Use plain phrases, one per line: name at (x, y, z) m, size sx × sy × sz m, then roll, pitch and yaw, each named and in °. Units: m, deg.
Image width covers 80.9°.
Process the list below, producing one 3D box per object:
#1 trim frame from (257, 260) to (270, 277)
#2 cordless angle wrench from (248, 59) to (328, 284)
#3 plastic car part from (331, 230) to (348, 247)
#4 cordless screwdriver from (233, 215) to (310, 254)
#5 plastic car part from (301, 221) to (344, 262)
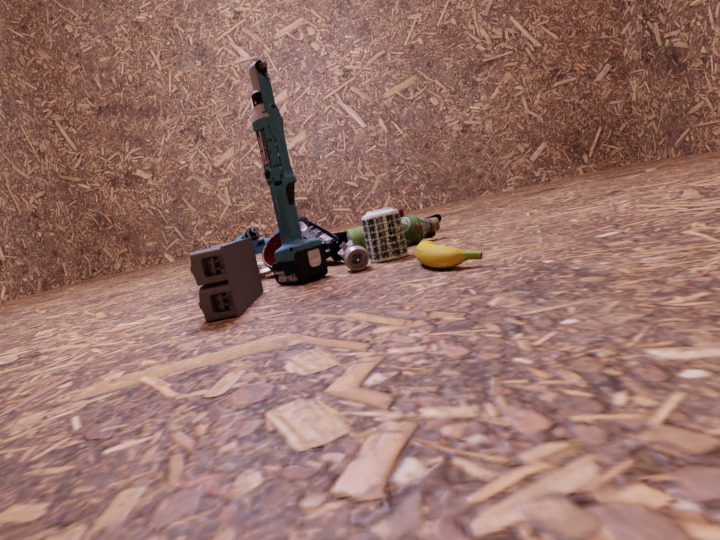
trim frame at (-0.269, -0.001, 1.108) m, size 0.186 × 0.027 × 0.249 m, roll -11°, pitch 11°, yaw 5°
cordless angle wrench at (-0.155, -0.186, 0.811) m, size 0.102 × 0.420 × 0.071 m, roll -7°, pitch 6°, yaw 45°
plastic car part at (-0.034, -0.069, 1.131) m, size 0.114 × 0.067 × 0.072 m, roll -11°, pitch -8°, yaw -18°
cordless screwdriver at (-0.221, -0.084, 1.094) m, size 0.240 × 0.076 × 0.161 m, roll -22°, pitch -14°, yaw -43°
plastic car part at (-0.100, -0.066, 1.025) m, size 0.067 × 0.064 × 0.212 m, roll -32°, pitch 28°, yaw -8°
